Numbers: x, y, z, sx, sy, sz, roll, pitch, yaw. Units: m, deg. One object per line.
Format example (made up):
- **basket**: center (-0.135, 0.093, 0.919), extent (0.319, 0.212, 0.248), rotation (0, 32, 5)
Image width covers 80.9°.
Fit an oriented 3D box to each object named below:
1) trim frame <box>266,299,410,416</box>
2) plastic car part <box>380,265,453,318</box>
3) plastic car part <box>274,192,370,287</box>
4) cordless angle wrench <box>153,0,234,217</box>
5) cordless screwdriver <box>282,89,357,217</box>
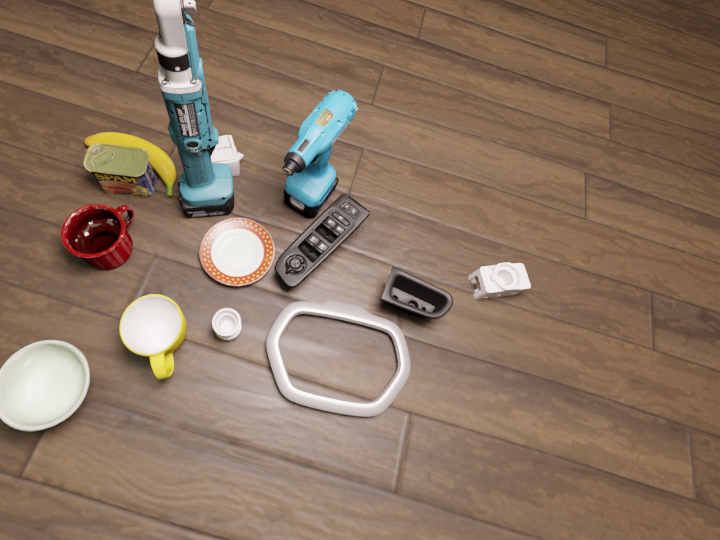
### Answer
- **trim frame**: center (-0.035, 0.140, 0.709), extent (0.247, 0.027, 0.187), rotation (11, 67, -4)
- **plastic car part**: center (0.092, 0.053, 0.741), extent (0.117, 0.070, 0.066), rotation (24, 67, 0)
- **plastic car part**: center (-0.074, -0.049, 0.759), extent (0.067, 0.067, 0.201), rotation (41, 68, 6)
- **cordless angle wrench**: center (-0.239, -0.201, 0.605), extent (0.096, 0.421, 0.076), rotation (-5, 72, -15)
- **cordless screwdriver**: center (-0.085, -0.167, 0.708), extent (0.075, 0.247, 0.159), rotation (33, 67, 0)
